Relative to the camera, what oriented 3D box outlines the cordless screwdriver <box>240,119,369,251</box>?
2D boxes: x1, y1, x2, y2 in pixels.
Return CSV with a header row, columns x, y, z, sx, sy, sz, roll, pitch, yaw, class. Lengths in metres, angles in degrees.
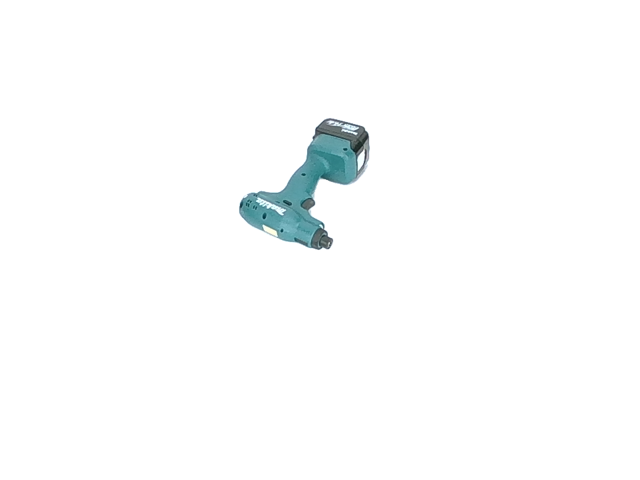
x,y,z,sx,sy,sz,roll,pitch,yaw,class
0.005,-0.090,0.691,0.160,0.247,0.074,25,-32,24,cordless screwdriver
